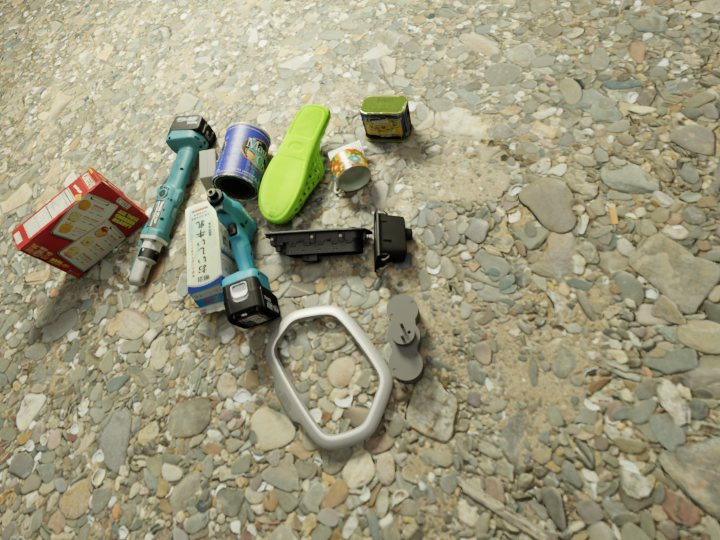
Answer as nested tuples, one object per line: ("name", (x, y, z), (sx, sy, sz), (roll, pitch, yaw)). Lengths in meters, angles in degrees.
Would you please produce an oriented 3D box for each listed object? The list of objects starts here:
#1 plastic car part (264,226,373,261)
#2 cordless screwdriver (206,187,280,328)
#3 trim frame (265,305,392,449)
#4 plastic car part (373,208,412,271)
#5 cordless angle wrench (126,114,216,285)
("plastic car part", (-0.078, -0.051, 0.803), (0.207, 0.064, 0.068), (-6, 73, 14))
("cordless screwdriver", (-0.227, -0.027, 0.783), (0.075, 0.152, 0.258), (-21, 63, 4))
("trim frame", (-0.060, 0.169, 0.708), (0.183, 0.026, 0.260), (-38, 61, -5))
("plastic car part", (0.059, -0.061, 0.771), (0.071, 0.064, 0.119), (4, 62, 1))
("cordless angle wrench", (-0.439, -0.165, 0.969), (0.101, 0.071, 0.429), (3, 68, 17))
